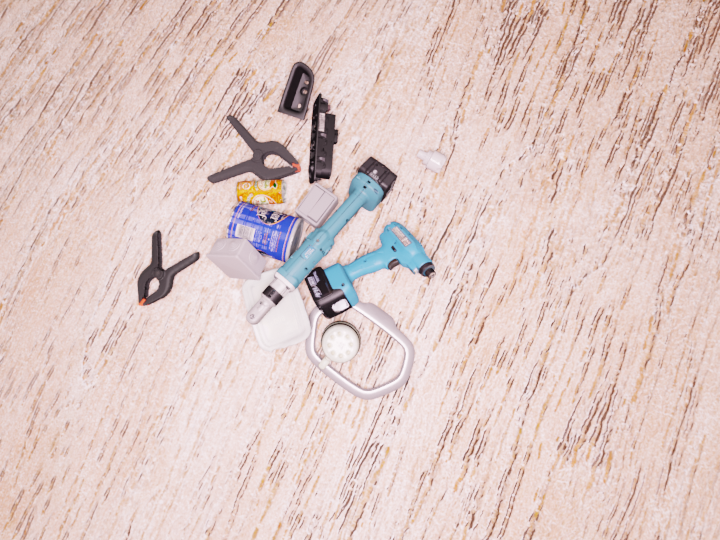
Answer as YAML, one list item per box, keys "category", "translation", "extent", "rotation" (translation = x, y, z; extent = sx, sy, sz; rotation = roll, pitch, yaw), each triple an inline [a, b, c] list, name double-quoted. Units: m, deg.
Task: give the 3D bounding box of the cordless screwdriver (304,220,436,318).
- category: "cordless screwdriver"
  translation: [0.019, 0.012, 0.867]
  extent: [0.248, 0.070, 0.168]
  rotation: [-32, 48, -2]

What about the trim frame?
- category: "trim frame"
  translation: [-0.004, 0.161, 0.906]
  extent: [0.253, 0.027, 0.184]
  rotation: [35, 87, 9]

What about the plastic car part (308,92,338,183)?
- category: "plastic car part"
  translation: [-0.087, -0.289, 0.956]
  extent: [0.065, 0.068, 0.204]
  rotation: [10, 82, -24]

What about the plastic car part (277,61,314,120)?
- category: "plastic car part"
  translation: [-0.136, -0.406, 0.965]
  extent: [0.066, 0.071, 0.116]
  rotation: [20, 101, 2]

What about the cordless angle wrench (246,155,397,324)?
- category: "cordless angle wrench"
  translation: [-0.085, -0.056, 0.869]
  extent: [0.075, 0.097, 0.421]
  rotation: [39, 77, 6]
